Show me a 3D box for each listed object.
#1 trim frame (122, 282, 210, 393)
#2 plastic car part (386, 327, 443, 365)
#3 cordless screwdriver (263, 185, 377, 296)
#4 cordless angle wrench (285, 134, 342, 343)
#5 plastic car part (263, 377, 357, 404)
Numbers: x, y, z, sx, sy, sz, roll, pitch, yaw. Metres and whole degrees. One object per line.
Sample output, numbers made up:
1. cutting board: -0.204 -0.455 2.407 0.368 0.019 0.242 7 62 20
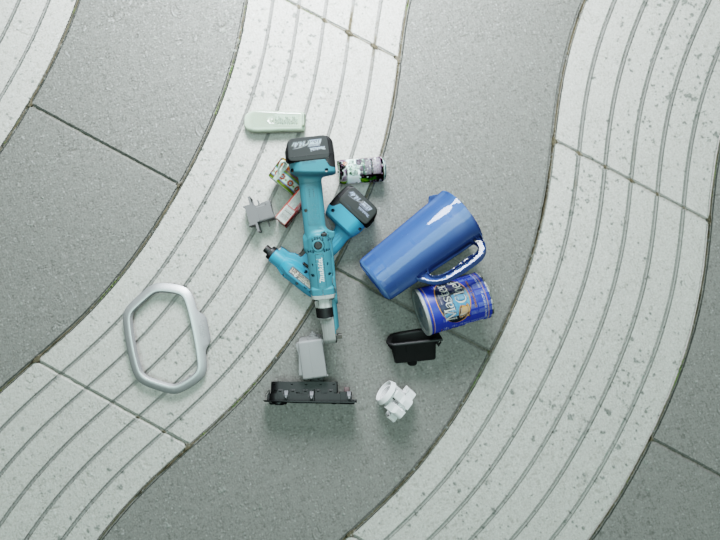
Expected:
1. trim frame: -0.430 0.150 0.941 0.184 0.027 0.250 -13 86 0
2. plastic car part: 0.118 0.172 0.927 0.117 0.067 0.070 -11 104 2
3. cordless screwdriver: -0.088 -0.079 0.930 0.160 0.074 0.249 38 92 1
4. cordless angle wrench: -0.085 -0.055 0.866 0.098 0.075 0.420 -6 95 -1
5. plastic car part: -0.112 0.264 0.917 0.203 0.065 0.068 -4 79 -1
